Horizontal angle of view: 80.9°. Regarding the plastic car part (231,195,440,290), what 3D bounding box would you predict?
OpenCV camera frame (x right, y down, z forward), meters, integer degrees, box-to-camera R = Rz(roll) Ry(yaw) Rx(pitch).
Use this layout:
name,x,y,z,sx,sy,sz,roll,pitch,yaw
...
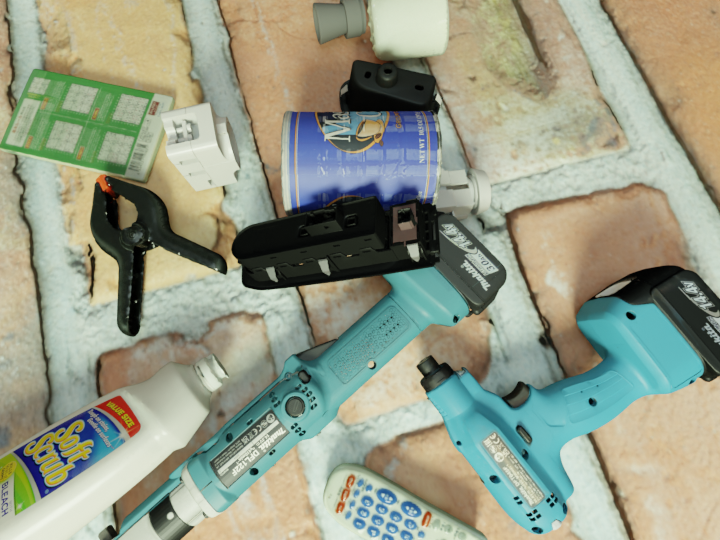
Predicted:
name,x,y,z,sx,sy,sz,roll,pitch,yaw
plastic car part,-0.037,-0.024,0.382,0.210,0.063,0.068,-11,62,27

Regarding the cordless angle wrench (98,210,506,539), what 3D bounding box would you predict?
name,x,y,z,sx,sy,sz,roll,pitch,yaw
cordless angle wrench,-0.056,0.116,0.381,0.421,0.073,0.100,-41,79,-6

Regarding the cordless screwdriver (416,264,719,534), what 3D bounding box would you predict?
name,x,y,z,sx,sy,sz,roll,pitch,yaw
cordless screwdriver,0.185,0.085,0.378,0.248,0.073,0.163,-38,78,-4

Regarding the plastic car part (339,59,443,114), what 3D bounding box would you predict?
name,x,y,z,sx,sy,sz,roll,pitch,yaw
plastic car part,0.032,-0.191,0.456,0.117,0.070,0.066,18,76,2
